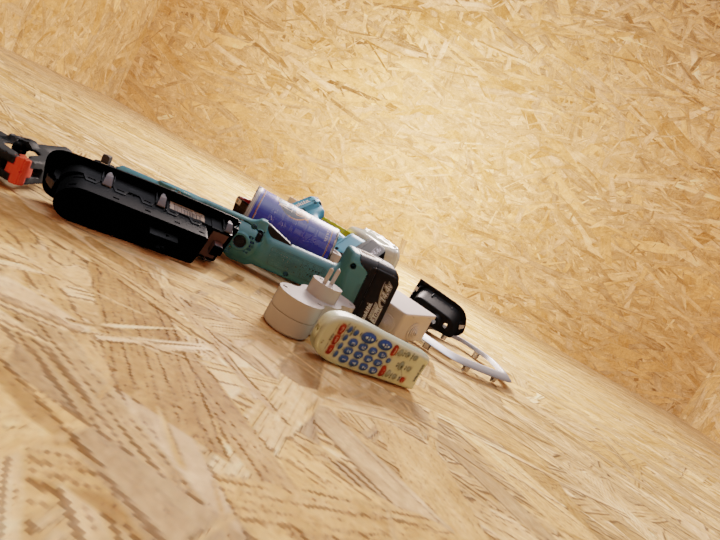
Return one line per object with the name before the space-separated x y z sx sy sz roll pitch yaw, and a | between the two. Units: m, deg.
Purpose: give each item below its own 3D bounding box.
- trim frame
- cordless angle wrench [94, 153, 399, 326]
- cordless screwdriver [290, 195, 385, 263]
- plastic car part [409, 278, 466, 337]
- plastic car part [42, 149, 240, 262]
trim frame | 0.162 0.136 0.758 0.236 0.027 0.194 23 10 -32
cordless angle wrench | -0.157 -0.044 0.567 0.417 0.098 0.075 24 7 -7
cordless screwdriver | -0.083 -0.054 0.848 0.155 0.072 0.262 -29 54 -33
plastic car part | 0.135 0.079 0.774 0.121 0.065 0.068 35 23 21
plastic car part | -0.228 -0.053 0.446 0.193 0.067 0.070 26 33 -32
